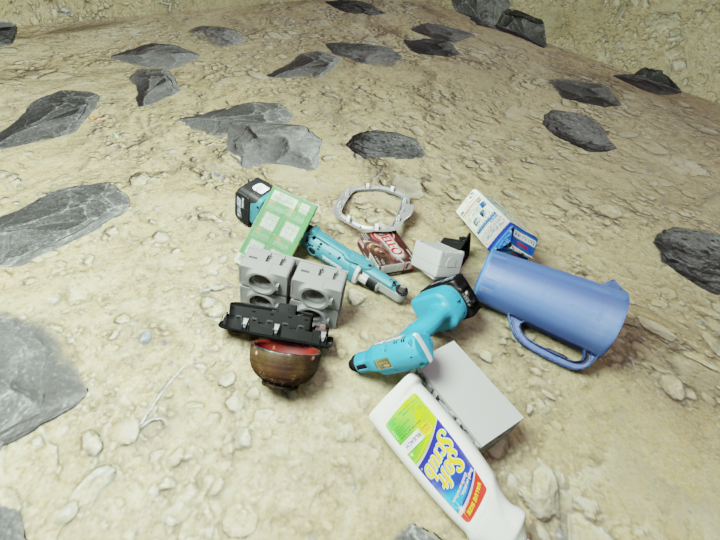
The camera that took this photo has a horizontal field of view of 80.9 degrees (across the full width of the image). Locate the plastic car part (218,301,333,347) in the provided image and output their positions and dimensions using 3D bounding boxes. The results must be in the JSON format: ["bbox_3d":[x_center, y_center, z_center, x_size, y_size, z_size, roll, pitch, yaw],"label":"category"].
[{"bbox_3d":[-0.147,0.090,0.729,0.204,0.066,0.066,5,9,3],"label":"plastic car part"}]

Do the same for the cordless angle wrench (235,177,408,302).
[{"bbox_3d":[-0.087,-0.057,0.892,0.438,0.096,0.073,33,48,19],"label":"cordless angle wrench"}]

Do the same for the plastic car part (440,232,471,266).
[{"bbox_3d":[0.186,-0.032,0.919,0.075,0.063,0.115,19,46,32],"label":"plastic car part"}]

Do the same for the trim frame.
[{"bbox_3d":[0.034,-0.158,1.023,0.188,0.027,0.249,12,34,11],"label":"trim frame"}]

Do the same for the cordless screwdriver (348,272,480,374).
[{"bbox_3d":[0.094,0.099,0.734,0.242,0.164,0.074,-34,95,-46],"label":"cordless screwdriver"}]
